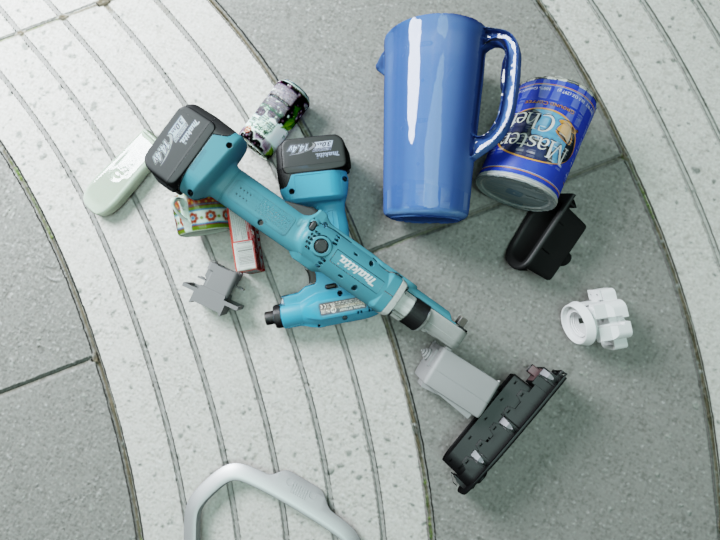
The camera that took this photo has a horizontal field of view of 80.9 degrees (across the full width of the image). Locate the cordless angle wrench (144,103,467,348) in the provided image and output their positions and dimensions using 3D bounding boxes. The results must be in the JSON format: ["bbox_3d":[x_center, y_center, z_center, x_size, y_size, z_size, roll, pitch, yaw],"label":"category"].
[{"bbox_3d":[-0.049,-0.032,0.503,0.419,0.075,0.098,35,88,-4],"label":"cordless angle wrench"}]

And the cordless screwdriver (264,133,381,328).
[{"bbox_3d":[-0.069,-0.048,0.568,0.159,0.074,0.249,-11,89,0],"label":"cordless screwdriver"}]

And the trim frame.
[{"bbox_3d":[-0.117,0.361,0.554,0.251,0.027,0.184,28,87,5],"label":"trim frame"}]

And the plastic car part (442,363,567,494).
[{"bbox_3d":[0.176,0.196,0.544,0.069,0.065,0.203,36,86,11],"label":"plastic car part"}]

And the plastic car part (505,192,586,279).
[{"bbox_3d":[0.255,-0.038,0.569,0.069,0.067,0.116,30,89,-14],"label":"plastic car part"}]
